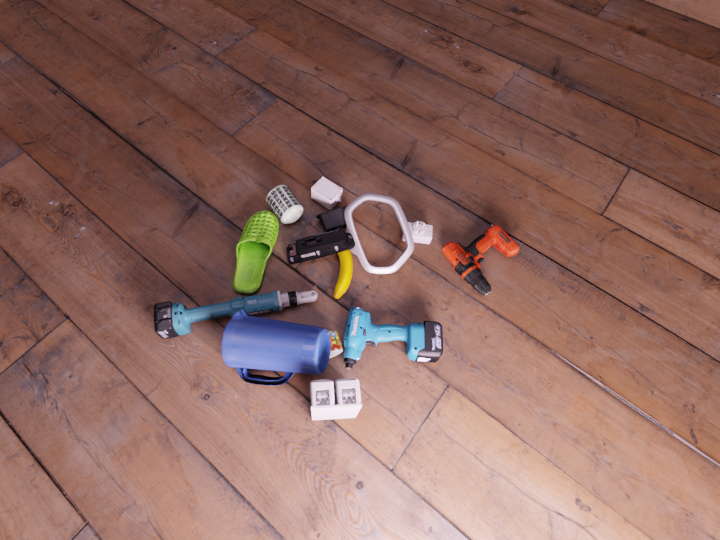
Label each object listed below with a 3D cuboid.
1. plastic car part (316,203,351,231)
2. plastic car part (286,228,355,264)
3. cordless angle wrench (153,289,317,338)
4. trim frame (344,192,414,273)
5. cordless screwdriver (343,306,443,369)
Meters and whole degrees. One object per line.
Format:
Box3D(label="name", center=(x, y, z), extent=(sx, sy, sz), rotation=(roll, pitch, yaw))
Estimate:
Box3D(label="plastic car part", center=(-0.070, -0.149, 1.280), extent=(0.115, 0.065, 0.072), rotation=(-20, 79, -9))
Box3D(label="plastic car part", center=(-0.119, -0.078, 1.213), extent=(0.205, 0.064, 0.069), rotation=(-11, 54, 6))
Box3D(label="cordless angle wrench", center=(-0.321, 0.100, 1.123), extent=(0.417, 0.096, 0.077), rotation=(-9, 67, -9))
Box3D(label="trim frame", center=(0.050, -0.110, 1.233), extent=(0.184, 0.027, 0.252), rotation=(-20, 82, 0))
Box3D(label="cordless screwdriver", center=(0.080, 0.190, 1.083), extent=(0.253, 0.072, 0.162), rotation=(7, 62, 8))
